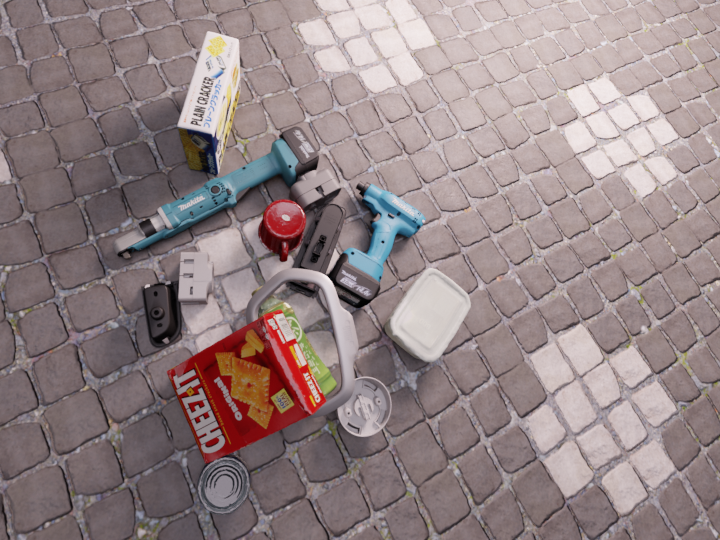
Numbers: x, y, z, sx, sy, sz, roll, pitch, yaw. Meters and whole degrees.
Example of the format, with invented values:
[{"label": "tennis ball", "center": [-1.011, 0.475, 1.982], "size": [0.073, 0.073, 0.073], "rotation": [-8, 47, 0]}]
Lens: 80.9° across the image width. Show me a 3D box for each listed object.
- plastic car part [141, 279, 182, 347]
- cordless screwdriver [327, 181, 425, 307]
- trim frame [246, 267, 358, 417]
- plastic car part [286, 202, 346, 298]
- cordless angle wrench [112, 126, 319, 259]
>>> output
[{"label": "plastic car part", "center": [-0.351, 0.071, 0.740], "size": [0.065, 0.070, 0.119], "rotation": [-10, 73, -14]}, {"label": "cordless screwdriver", "center": [0.011, -0.060, 0.846], "size": [0.160, 0.074, 0.248], "rotation": [33, 66, 0]}, {"label": "trim frame", "center": [-0.098, 0.119, 0.705], "size": [0.187, 0.027, 0.251], "rotation": [-14, 83, 13]}, {"label": "plastic car part", "center": [-0.082, -0.053, 0.835], "size": [0.067, 0.066, 0.204], "rotation": [20, 68, 1]}, {"label": "cordless angle wrench", "center": [-0.278, -0.146, 0.824], "size": [0.417, 0.074, 0.099], "rotation": [-32, 82, -15]}]
